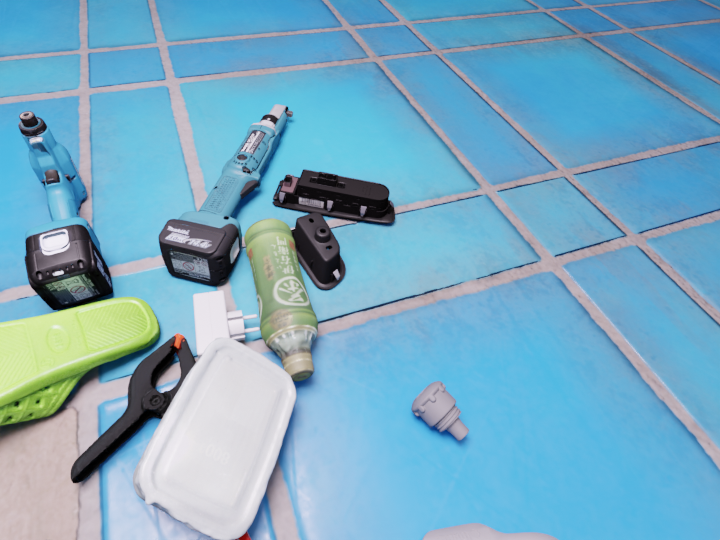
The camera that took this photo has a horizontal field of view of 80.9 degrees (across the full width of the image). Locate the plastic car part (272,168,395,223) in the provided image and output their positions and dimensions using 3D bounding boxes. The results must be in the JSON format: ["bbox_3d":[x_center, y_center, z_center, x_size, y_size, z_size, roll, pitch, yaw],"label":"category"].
[{"bbox_3d":[-0.038,-0.127,0.692,0.204,0.065,0.067,14,44,3],"label":"plastic car part"}]

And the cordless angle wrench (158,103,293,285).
[{"bbox_3d":[-0.194,-0.165,0.703,0.099,0.072,0.430,11,49,2],"label":"cordless angle wrench"}]

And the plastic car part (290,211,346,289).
[{"bbox_3d":[-0.060,-0.039,0.611,0.064,0.069,0.122,-21,54,-21],"label":"plastic car part"}]

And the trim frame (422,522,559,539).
[{"bbox_3d":[0.113,0.326,0.360,0.245,0.027,0.191,-7,53,-8],"label":"trim frame"}]

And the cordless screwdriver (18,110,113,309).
[{"bbox_3d":[-0.404,-0.083,0.563,0.072,0.156,0.260,-18,57,-22],"label":"cordless screwdriver"}]
